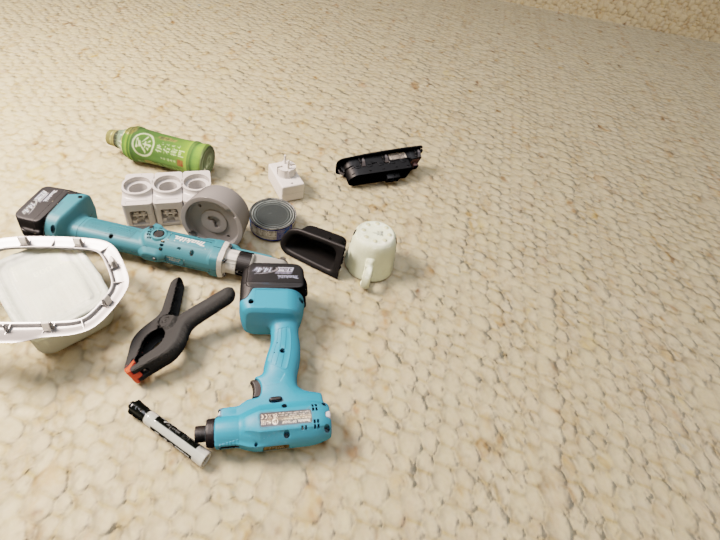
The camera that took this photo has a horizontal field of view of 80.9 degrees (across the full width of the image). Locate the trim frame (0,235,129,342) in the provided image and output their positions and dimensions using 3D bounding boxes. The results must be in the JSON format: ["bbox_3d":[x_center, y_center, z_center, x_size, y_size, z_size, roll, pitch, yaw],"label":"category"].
[{"bbox_3d":[-0.437,0.018,0.557,0.245,0.027,0.191,2,48,-8],"label":"trim frame"}]

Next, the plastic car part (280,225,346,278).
[{"bbox_3d":[-0.072,-0.047,0.734,0.121,0.065,0.069,25,33,19],"label":"plastic car part"}]

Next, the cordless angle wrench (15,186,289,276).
[{"bbox_3d":[-0.325,-0.043,0.687,0.424,0.073,0.100,13,46,1],"label":"cordless angle wrench"}]

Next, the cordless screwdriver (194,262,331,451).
[{"bbox_3d":[-0.134,0.108,0.565,0.156,0.073,0.259,-4,51,-12],"label":"cordless screwdriver"}]

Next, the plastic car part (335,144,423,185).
[{"bbox_3d":[0.042,-0.219,0.911,0.198,0.066,0.068,-9,75,-18],"label":"plastic car part"}]
